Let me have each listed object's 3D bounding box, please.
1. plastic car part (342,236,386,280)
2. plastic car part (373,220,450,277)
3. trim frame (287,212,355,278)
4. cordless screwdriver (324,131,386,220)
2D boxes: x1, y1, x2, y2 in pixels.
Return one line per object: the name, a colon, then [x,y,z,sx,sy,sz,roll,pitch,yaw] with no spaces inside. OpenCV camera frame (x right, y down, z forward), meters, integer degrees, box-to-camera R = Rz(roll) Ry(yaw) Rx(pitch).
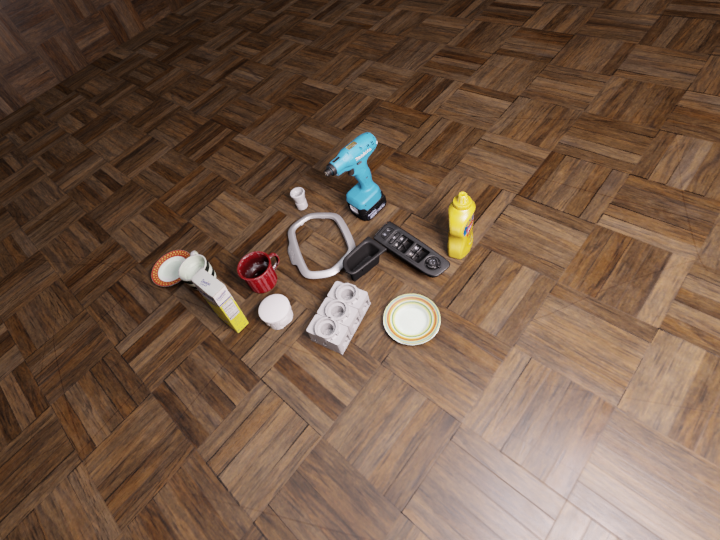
plastic car part: [0.006,-0.019,1.083,0.115,0.068,0.069,-42,56,-16]
plastic car part: [0.129,-0.042,1.068,0.066,0.064,0.214,-43,55,-18]
trim frame: [-0.116,-0.076,1.185,0.184,0.026,0.261,-23,52,-2]
cordless screwdriver: [-0.013,-0.233,1.138,0.158,0.238,0.078,-41,57,-17]
